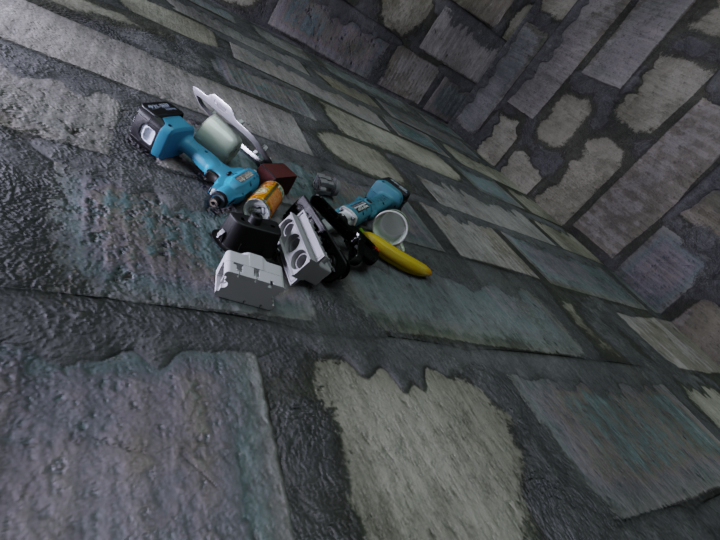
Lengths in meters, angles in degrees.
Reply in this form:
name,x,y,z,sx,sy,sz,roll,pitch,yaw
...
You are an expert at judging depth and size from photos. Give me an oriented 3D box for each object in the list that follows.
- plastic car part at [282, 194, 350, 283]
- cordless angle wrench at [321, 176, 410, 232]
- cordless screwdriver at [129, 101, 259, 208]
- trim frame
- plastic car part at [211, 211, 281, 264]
name,x,y,z,sx,sy,sz,roll,pitch,yaw
plastic car part,-0.079,-0.052,0.807,0.063,0.067,0.214,40,13,-51
cordless angle wrench,0.007,-0.150,1.034,0.100,0.074,0.414,39,31,8
cordless screwdriver,-0.318,-0.210,0.792,0.248,0.074,0.159,36,28,-3
trim frame,-0.283,-0.319,0.945,0.256,0.027,0.179,43,-7,14
plastic car part,-0.179,-0.063,0.704,0.110,0.071,0.069,16,32,-36
